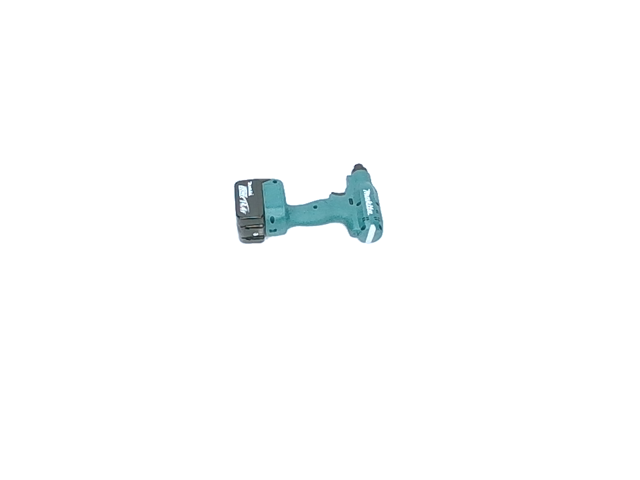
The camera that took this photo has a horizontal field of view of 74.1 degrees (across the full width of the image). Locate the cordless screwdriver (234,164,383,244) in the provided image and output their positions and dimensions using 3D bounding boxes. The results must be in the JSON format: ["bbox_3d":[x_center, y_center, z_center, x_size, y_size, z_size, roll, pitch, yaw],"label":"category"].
[{"bbox_3d":[-0.021,-0.069,0.736,0.248,0.159,0.074,-1,-34,-6],"label":"cordless screwdriver"}]
